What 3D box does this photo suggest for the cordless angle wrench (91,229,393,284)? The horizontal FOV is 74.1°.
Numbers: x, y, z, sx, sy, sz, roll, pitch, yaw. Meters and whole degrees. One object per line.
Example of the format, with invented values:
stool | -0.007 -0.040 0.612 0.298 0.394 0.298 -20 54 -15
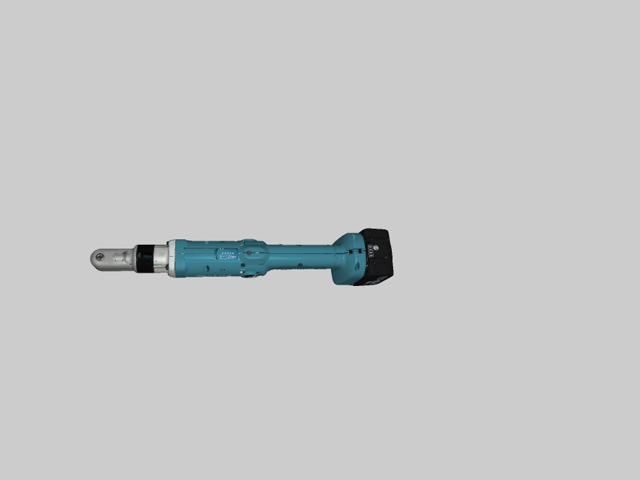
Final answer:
cordless angle wrench | -0.103 0.028 0.623 0.423 0.074 0.098 1 -17 -15
